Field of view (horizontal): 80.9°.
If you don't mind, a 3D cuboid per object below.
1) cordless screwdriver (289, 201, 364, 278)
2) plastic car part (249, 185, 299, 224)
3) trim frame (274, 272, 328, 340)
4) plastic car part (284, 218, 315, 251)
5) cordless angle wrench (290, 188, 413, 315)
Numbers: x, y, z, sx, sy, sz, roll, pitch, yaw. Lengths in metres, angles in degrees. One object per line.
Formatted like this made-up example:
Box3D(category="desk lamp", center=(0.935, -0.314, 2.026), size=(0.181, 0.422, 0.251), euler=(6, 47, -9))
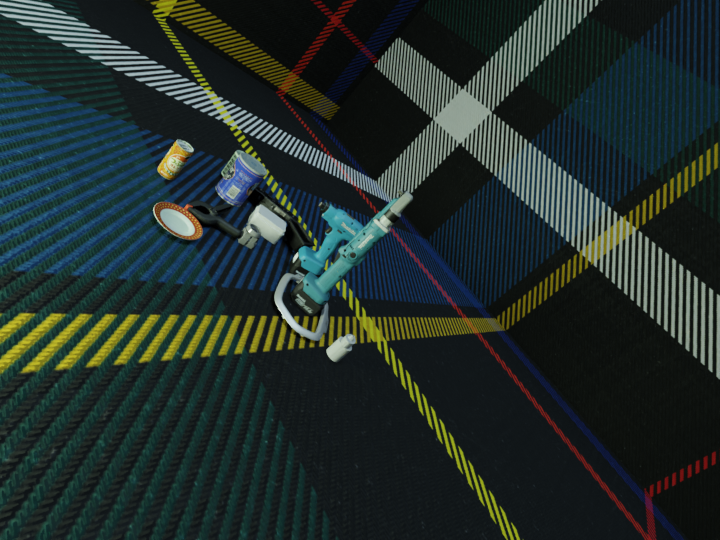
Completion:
Box3D(category="cordless screwdriver", center=(-0.122, -0.080, 1.246), size=(0.153, 0.250, 0.077), euler=(36, 22, -22))
Box3D(category="plastic car part", center=(-0.306, -0.220, 1.454), size=(0.203, 0.067, 0.066), euler=(43, 20, -1))
Box3D(category="trim frame", center=(-0.154, 0.096, 1.154), size=(0.180, 0.028, 0.252), euler=(39, 20, -13))
Box3D(category="plastic car part", center=(-0.213, -0.106, 1.393), size=(0.121, 0.071, 0.063), euler=(53, 22, 25))
Box3D(category="cordless angle wrench", center=(-0.018, -0.048, 1.118), size=(0.098, 0.426, 0.074), euler=(44, 20, -3))
